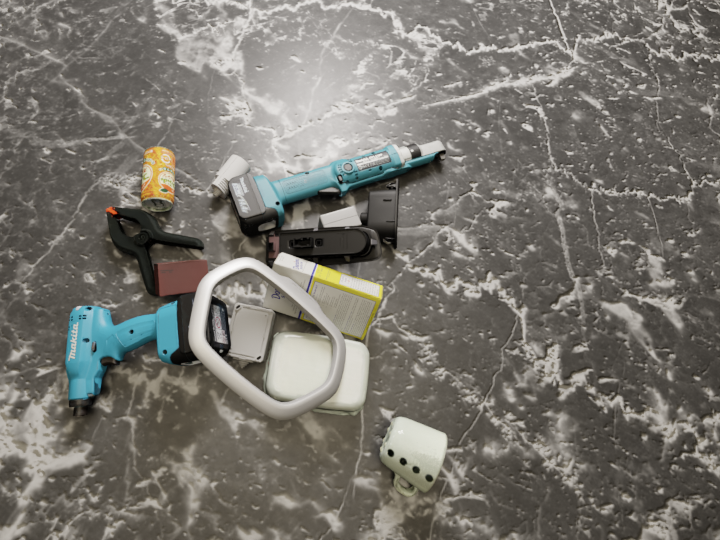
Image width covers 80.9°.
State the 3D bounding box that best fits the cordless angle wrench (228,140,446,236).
[{"bbox_3d":[-0.028,-0.175,0.782,0.416,0.074,0.100,-20,74,-14],"label":"cordless angle wrench"}]

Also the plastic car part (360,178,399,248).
[{"bbox_3d":[0.036,-0.101,0.768,0.072,0.064,0.118,5,73,10],"label":"plastic car part"}]

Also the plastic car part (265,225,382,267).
[{"bbox_3d":[-0.068,-0.044,0.695,0.207,0.064,0.067,-1,75,13],"label":"plastic car part"}]

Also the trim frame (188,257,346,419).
[{"bbox_3d":[-0.125,0.091,0.596,0.246,0.028,0.183,39,56,-5],"label":"trim frame"}]

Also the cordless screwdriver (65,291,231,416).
[{"bbox_3d":[-0.320,0.120,0.622,0.252,0.072,0.163,-10,71,9],"label":"cordless screwdriver"}]
